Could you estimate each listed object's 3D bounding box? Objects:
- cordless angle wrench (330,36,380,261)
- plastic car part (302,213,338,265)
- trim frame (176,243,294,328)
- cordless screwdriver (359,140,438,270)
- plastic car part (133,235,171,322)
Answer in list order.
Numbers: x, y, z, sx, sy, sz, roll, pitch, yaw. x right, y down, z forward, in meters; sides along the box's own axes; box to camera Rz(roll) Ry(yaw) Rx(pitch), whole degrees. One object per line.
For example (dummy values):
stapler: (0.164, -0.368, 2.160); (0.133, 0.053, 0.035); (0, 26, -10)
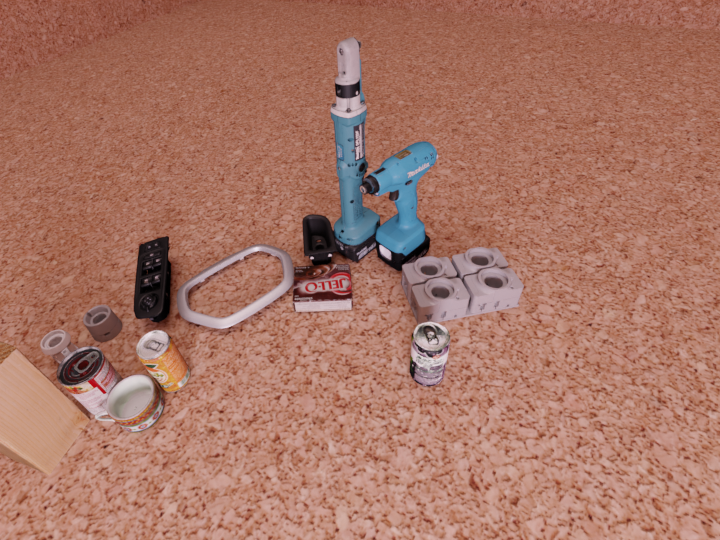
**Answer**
cordless angle wrench: (-0.015, -0.196, 0.768); (0.078, 0.408, 0.096); (34, 55, 31)
plastic car part: (-0.086, -0.056, 0.878); (0.066, 0.068, 0.121); (-9, 45, -4)
trim frame: (-0.246, 0.025, 0.848); (0.244, 0.026, 0.194); (-36, 52, -25)
cordless screwdriver: (0.065, -0.103, 0.784); (0.156, 0.240, 0.078); (-33, 52, -26)
plastic car part: (-0.410, 0.024, 0.843); (0.066, 0.064, 0.212); (-13, 45, -8)
